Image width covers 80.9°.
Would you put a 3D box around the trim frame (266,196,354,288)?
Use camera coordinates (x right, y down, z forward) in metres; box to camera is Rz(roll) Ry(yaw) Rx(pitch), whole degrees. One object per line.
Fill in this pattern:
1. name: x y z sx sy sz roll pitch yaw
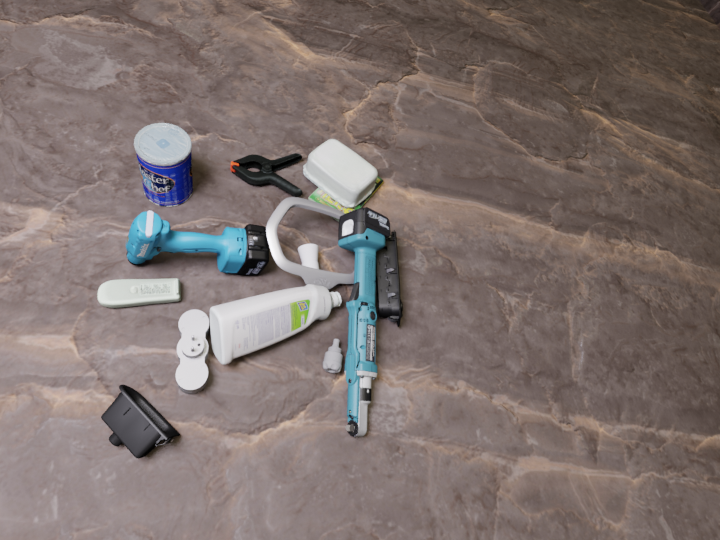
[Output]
1. trim frame: -0.084 -0.055 0.864 0.236 0.028 0.188 13 63 -37

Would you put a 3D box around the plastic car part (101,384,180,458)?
1. plastic car part: -0.350 0.242 0.655 0.119 0.065 0.071 36 72 9

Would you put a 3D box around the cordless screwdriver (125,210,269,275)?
1. cordless screwdriver: -0.306 -0.038 0.796 0.238 0.162 0.076 8 63 -31

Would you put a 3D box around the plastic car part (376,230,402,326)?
1. plastic car part: 0.056 0.016 0.888 0.066 0.065 0.209 -2 61 -8

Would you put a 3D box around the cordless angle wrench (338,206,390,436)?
1. cordless angle wrench: 0.002 0.087 0.810 0.093 0.077 0.431 21 62 -40
